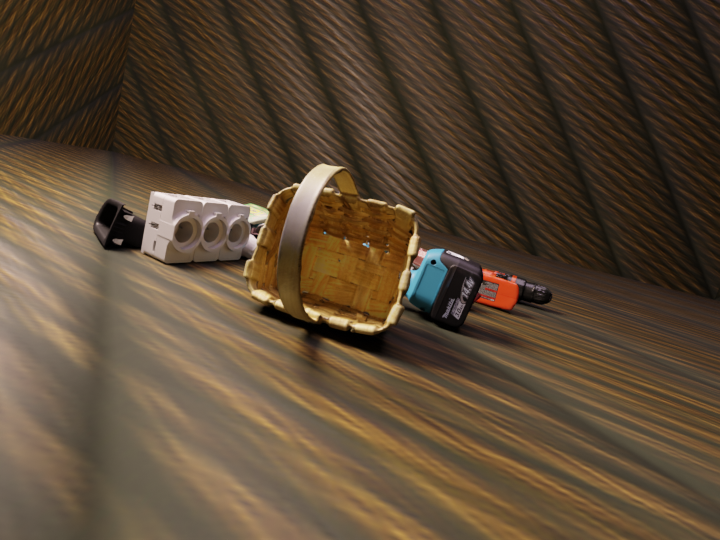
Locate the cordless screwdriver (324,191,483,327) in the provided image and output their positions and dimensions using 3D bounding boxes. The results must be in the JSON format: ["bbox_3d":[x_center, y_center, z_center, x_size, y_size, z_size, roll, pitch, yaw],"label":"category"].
[{"bbox_3d":[0.053,-0.024,0.629,0.257,0.158,0.072,19,10,18],"label":"cordless screwdriver"}]

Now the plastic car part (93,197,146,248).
[{"bbox_3d":[-0.353,-0.067,0.638,0.067,0.066,0.123,26,-3,-39],"label":"plastic car part"}]

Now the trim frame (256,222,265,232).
[{"bbox_3d":[-0.078,-0.051,0.801,0.236,0.028,0.192,13,-8,-34],"label":"trim frame"}]

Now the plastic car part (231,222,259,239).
[{"bbox_3d":[-0.258,-0.073,0.770,0.070,0.066,0.194,29,20,32],"label":"plastic car part"}]

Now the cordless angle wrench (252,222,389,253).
[{"bbox_3d":[-0.091,-0.082,0.994,0.424,0.074,0.098,11,10,1],"label":"cordless angle wrench"}]
